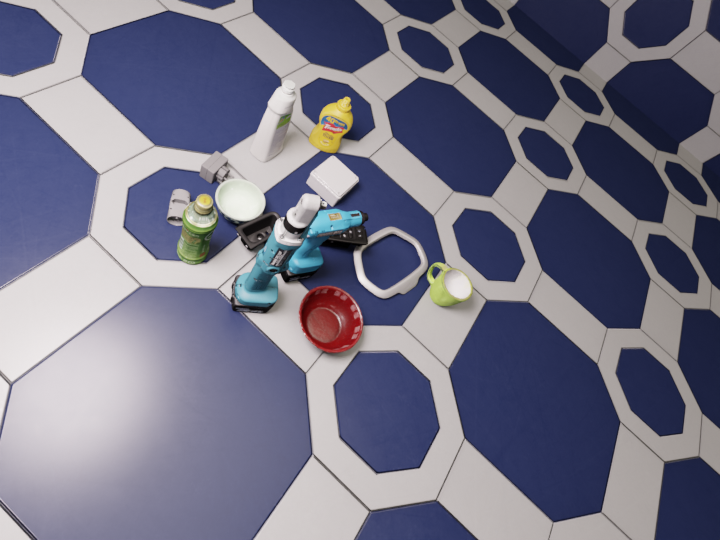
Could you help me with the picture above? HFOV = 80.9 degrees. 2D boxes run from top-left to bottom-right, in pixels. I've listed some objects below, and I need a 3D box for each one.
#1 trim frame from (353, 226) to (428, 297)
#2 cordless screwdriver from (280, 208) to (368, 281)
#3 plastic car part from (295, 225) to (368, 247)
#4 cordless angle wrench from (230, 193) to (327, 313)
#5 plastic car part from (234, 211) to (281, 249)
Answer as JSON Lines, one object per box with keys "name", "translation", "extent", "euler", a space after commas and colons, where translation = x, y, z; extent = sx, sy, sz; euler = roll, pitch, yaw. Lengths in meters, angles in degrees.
{"name": "trim frame", "translation": [0.085, -0.024, 1.167], "extent": [0.243, 0.028, 0.188], "euler": [-32, 78, -34]}
{"name": "cordless screwdriver", "translation": [-0.095, -0.062, 0.972], "extent": [0.153, 0.251, 0.076], "euler": [-12, 71, -31]}
{"name": "plastic car part", "translation": [-0.086, -0.096, 1.108], "extent": [0.196, 0.067, 0.068], "euler": [9, 60, -20]}
{"name": "cordless angle wrench", "translation": [-0.165, -0.023, 0.810], "extent": [0.094, 0.426, 0.076], "euler": [9, 62, -24]}
{"name": "plastic car part", "translation": [-0.246, -0.089, 1.032], "extent": [0.114, 0.071, 0.067], "euler": [-34, 82, -35]}
